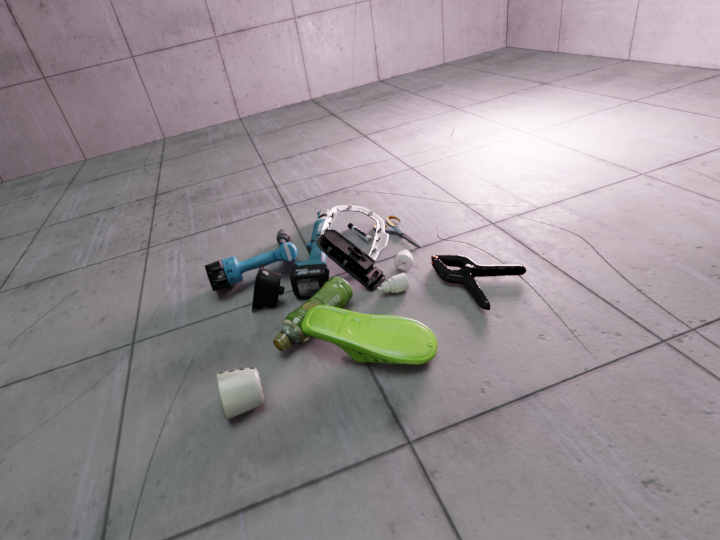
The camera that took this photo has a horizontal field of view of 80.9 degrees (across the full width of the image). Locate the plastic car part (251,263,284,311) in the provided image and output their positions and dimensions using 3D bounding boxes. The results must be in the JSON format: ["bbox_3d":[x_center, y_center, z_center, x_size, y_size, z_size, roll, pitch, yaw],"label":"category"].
[{"bbox_3d":[-0.224,0.047,1.042,0.071,0.115,0.067,17,36,-2],"label":"plastic car part"}]

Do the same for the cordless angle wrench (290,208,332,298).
[{"bbox_3d":[-0.119,-0.078,1.212,0.099,0.072,0.432,-7,33,7],"label":"cordless angle wrench"}]

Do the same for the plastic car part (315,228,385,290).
[{"bbox_3d":[-0.029,-0.037,1.065,0.211,0.065,0.065,36,59,21],"label":"plastic car part"}]

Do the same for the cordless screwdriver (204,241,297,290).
[{"bbox_3d":[-0.294,-0.020,1.167,0.247,0.074,0.161,-19,5,-5],"label":"cordless screwdriver"}]

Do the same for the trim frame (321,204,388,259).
[{"bbox_3d":[-0.013,-0.112,1.193,0.184,0.027,0.251,20,41,-1],"label":"trim frame"}]
